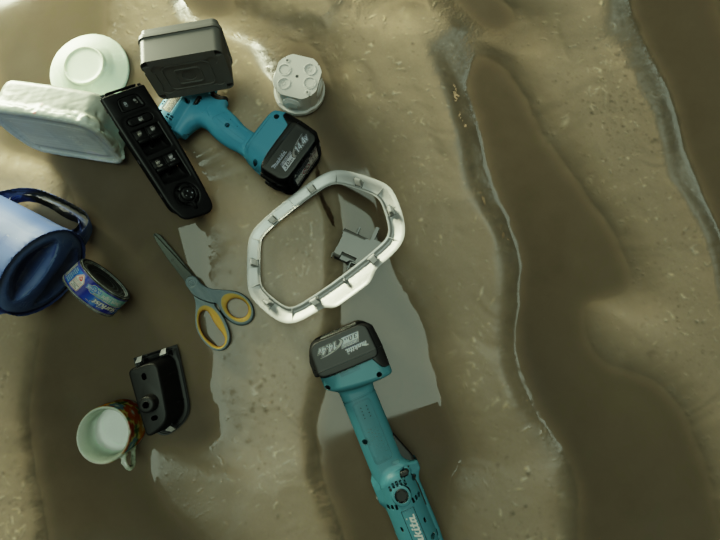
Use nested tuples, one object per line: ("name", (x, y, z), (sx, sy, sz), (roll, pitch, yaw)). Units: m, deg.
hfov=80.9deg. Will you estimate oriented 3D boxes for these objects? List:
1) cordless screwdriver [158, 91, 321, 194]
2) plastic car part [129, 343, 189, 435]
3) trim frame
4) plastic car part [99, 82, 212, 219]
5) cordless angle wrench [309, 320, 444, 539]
("cordless screwdriver", (-0.172, -0.230, 0.634), (0.254, 0.073, 0.159), (29, 83, 9))
("plastic car part", (-0.277, 0.168, 0.574), (0.066, 0.070, 0.118), (-18, 79, -2))
("trim frame", (-0.058, -0.038, 0.589), (0.249, 0.026, 0.191), (-36, 66, 5))
("plastic car part", (-0.293, -0.158, 0.608), (0.065, 0.069, 0.200), (-40, 101, -44))
("cordless angle wrench", (0.050, 0.277, 0.548), (0.098, 0.074, 0.427), (-23, 83, -3))
